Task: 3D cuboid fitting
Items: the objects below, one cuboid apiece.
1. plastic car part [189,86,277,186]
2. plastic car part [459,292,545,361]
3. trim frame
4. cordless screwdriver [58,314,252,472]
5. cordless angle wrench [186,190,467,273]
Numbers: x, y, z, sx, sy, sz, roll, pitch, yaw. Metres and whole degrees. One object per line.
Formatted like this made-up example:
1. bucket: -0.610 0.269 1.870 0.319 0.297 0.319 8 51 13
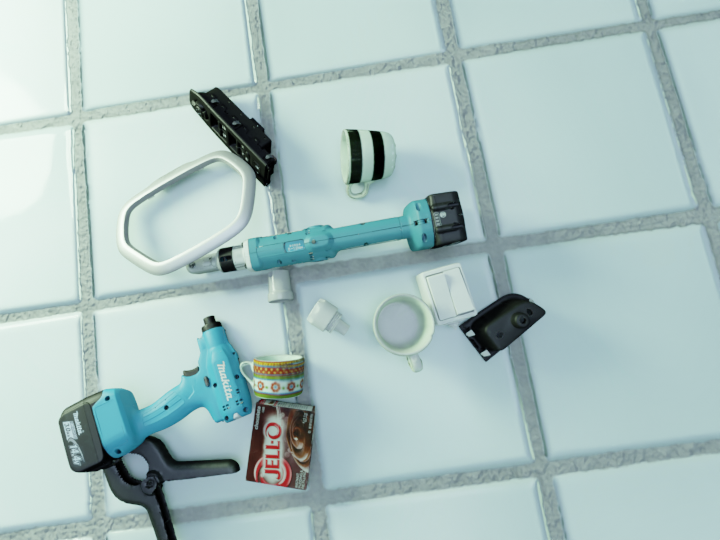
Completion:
1. plastic car part: -0.205 -0.235 0.697 0.206 0.065 0.067 42 75 8
2. plastic car part: 0.218 0.077 0.621 0.116 0.070 0.067 -36 85 -1
3. trim frame: -0.278 -0.097 0.675 0.248 0.026 0.191 -32 67 0
4. cordless screwdriver: -0.298 0.177 0.621 0.246 0.073 0.164 -20 71 -11
5. cordless angle wrench: -0.063 -0.041 0.647 0.426 0.097 0.075 -10 87 5
